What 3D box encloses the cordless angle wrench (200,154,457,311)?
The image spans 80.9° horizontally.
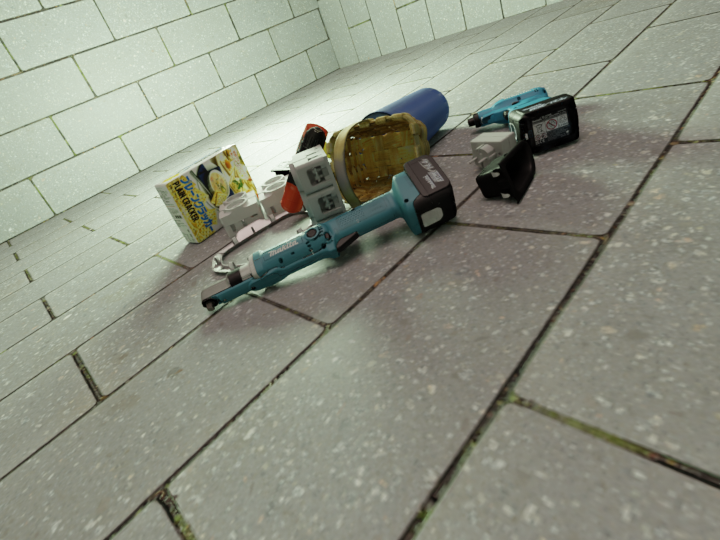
[{"bbox_3d":[-0.065,-0.042,0.663,0.426,0.070,0.102,-25,51,6],"label":"cordless angle wrench"}]

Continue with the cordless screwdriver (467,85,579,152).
[{"bbox_3d":[0.302,-0.291,0.813,0.162,0.072,0.252,-15,26,15],"label":"cordless screwdriver"}]

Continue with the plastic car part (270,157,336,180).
[{"bbox_3d":[-0.118,-0.237,1.022,0.212,0.065,0.065,2,29,31],"label":"plastic car part"}]

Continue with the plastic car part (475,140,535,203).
[{"bbox_3d":[0.221,-0.151,0.660,0.074,0.064,0.115,-16,23,44],"label":"plastic car part"}]

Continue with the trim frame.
[{"bbox_3d":[-0.186,-0.069,0.841,0.245,0.026,0.194,-37,31,-20],"label":"trim frame"}]
